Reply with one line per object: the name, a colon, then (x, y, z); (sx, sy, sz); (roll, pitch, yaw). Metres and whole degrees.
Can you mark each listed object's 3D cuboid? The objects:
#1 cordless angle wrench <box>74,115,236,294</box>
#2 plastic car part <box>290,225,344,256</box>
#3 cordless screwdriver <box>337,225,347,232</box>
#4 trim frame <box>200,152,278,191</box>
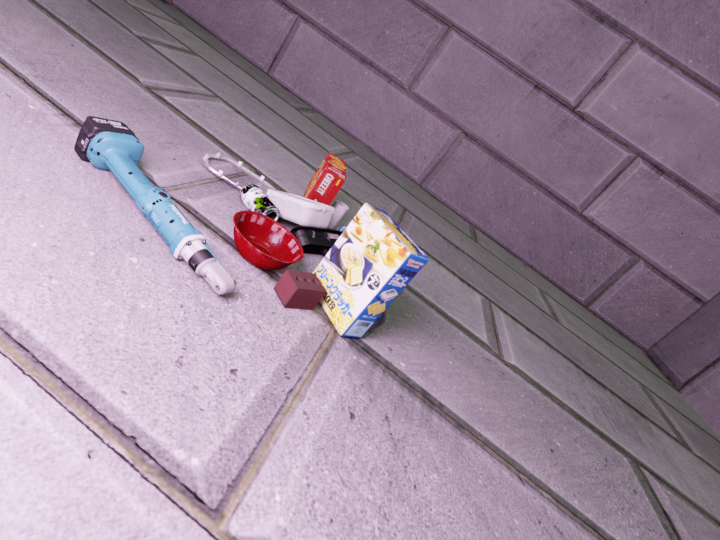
cordless angle wrench: (-0.357, -0.114, 0.742); (0.438, 0.074, 0.094); (46, 24, 18)
plastic car part: (-0.101, -0.066, 1.037); (0.192, 0.068, 0.069); (10, 60, -50)
cordless screwdriver: (0.030, -0.022, 1.114); (0.152, 0.074, 0.260); (25, 20, -27)
trim frame: (-0.314, -0.247, 1.132); (0.245, 0.027, 0.187); (34, 22, -9)
